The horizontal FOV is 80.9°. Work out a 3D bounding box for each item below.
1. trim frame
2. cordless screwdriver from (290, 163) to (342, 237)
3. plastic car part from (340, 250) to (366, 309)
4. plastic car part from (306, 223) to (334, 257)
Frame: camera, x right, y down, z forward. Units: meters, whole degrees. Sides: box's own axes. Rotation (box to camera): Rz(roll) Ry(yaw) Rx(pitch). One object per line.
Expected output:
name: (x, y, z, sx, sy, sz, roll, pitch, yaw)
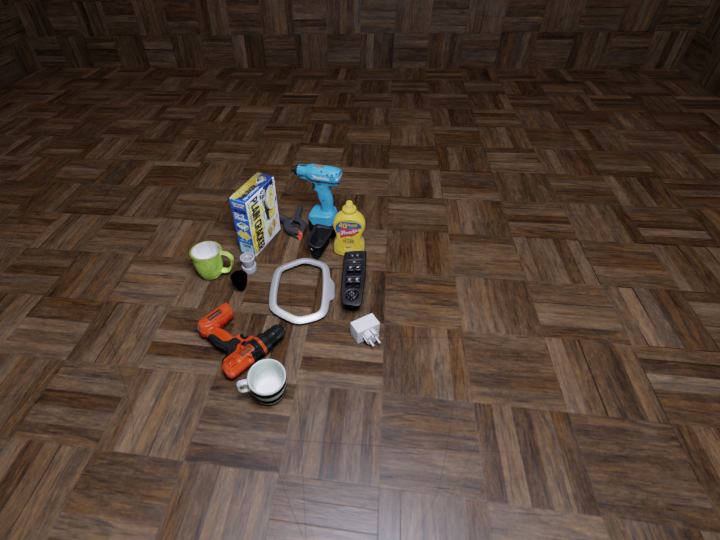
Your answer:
trim frame: (-0.166, 0.053, 1.209, 0.185, 0.026, 0.256, -2, 43, 1)
cordless screwdriver: (-0.139, -0.228, 1.355, 0.164, 0.241, 0.075, 13, 44, 14)
plastic car part: (-0.020, 0.032, 1.195, 0.067, 0.065, 0.208, 2, 43, 3)
plastic car part: (-0.130, -0.085, 1.325, 0.068, 0.068, 0.117, 11, 44, 13)
